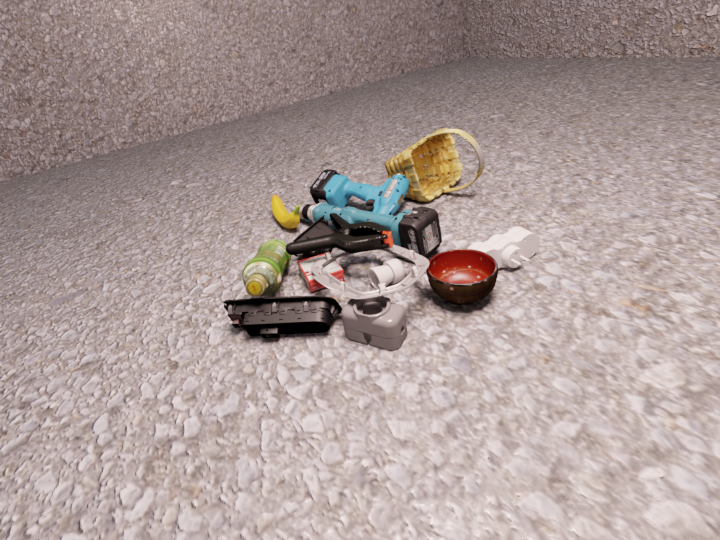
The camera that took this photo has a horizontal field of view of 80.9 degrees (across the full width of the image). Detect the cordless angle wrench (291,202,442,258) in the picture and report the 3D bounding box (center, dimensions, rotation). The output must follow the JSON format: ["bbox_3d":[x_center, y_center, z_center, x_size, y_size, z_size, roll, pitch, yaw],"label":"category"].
[{"bbox_3d":[-0.021,-0.113,0.963,0.447,0.094,0.073,17,43,43],"label":"cordless angle wrench"}]

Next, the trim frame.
[{"bbox_3d":[0.008,-0.008,0.751,0.181,0.027,0.261,-24,26,-18],"label":"trim frame"}]

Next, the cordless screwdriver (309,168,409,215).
[{"bbox_3d":[-0.016,-0.180,1.071,0.261,0.070,0.159,11,59,33],"label":"cordless screwdriver"}]

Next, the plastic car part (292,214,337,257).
[{"bbox_3d":[-0.091,-0.060,0.932,0.074,0.064,0.115,23,46,23],"label":"plastic car part"}]

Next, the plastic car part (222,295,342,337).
[{"bbox_3d":[-0.132,0.078,0.714,0.206,0.063,0.069,-7,44,9],"label":"plastic car part"}]
